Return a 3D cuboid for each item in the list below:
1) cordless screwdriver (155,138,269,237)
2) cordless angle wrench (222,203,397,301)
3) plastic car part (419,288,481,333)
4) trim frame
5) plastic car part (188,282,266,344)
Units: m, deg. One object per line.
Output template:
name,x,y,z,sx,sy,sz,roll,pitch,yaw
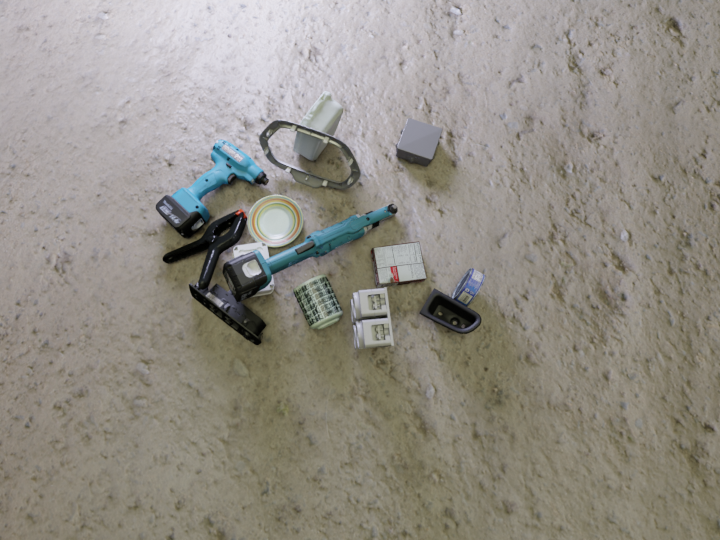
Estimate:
cordless screwdriver,-0.346,-0.183,1.001,0.162,0.073,0.248,36,75,9
cordless angle wrench,-0.091,-0.059,0.926,0.414,0.098,0.075,-27,83,-22
plastic car part,0.196,0.101,0.912,0.122,0.068,0.066,29,78,23
trim frame,-0.118,-0.254,0.959,0.251,0.181,0.028,21,64,4
plastic car part,-0.287,0.089,0.937,0.208,0.066,0.066,39,53,11
